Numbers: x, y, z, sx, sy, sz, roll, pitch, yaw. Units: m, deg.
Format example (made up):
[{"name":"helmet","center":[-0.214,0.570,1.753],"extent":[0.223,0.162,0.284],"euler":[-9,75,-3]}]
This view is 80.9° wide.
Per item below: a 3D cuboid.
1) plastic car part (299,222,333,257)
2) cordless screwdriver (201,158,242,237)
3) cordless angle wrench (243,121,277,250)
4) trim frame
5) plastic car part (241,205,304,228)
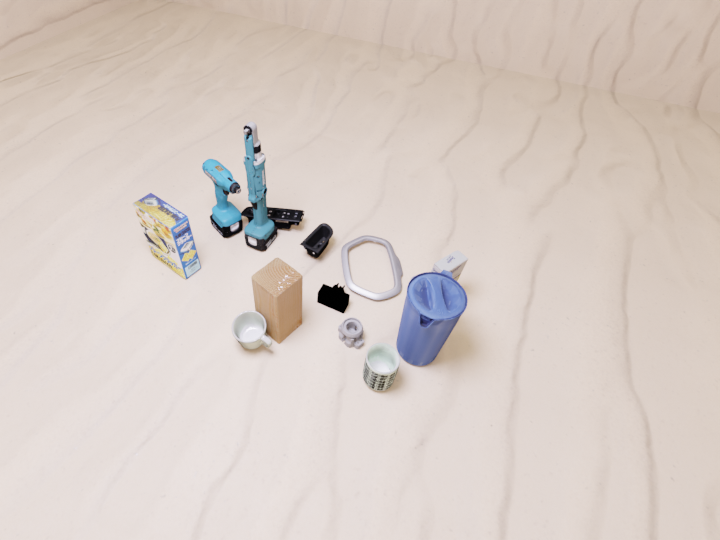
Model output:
[{"name":"plastic car part","center":[-0.127,-0.083,1.303],"extent":[0.068,0.069,0.115],"euler":[26,52,17]},{"name":"cordless screwdriver","center":[-0.404,-0.203,1.282],"extent":[0.073,0.242,0.167],"euler":[-32,59,-30]},{"name":"cordless angle wrench","center":[-0.293,-0.230,1.197],"extent":[0.076,0.412,0.098],"euler":[22,50,11]},{"name":"trim frame","center":[0.036,-0.013,1.276],"extent":[0.182,0.027,0.258],"euler":[-4,49,-6]},{"name":"plastic car part","center":[-0.286,-0.172,1.377],"extent":[0.205,0.065,0.067],"euler":[9,48,5]}]
